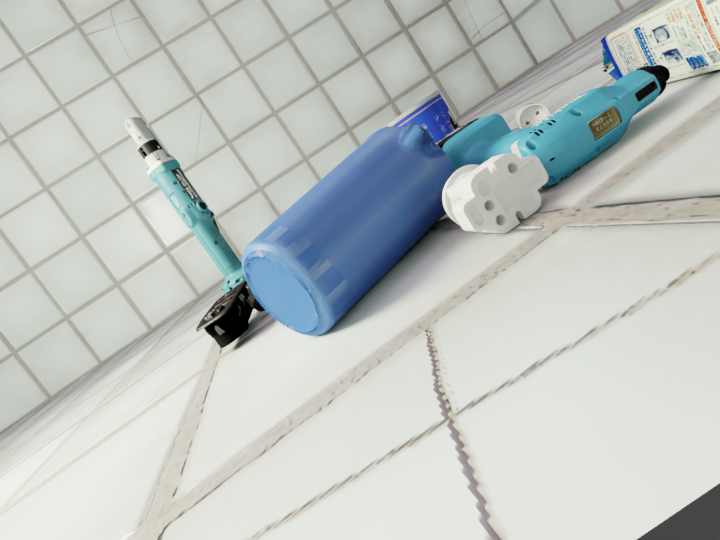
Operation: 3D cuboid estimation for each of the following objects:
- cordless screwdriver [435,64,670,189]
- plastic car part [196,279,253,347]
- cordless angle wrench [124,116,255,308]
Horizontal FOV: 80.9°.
[{"bbox_3d":[0.183,-0.149,0.475,0.158,0.073,0.255,-35,15,-6],"label":"cordless screwdriver"},{"bbox_3d":[-0.197,0.068,0.634,0.066,0.066,0.205,-27,7,-4],"label":"plastic car part"},{"bbox_3d":[-0.316,-0.111,0.809,0.076,0.418,0.097,-31,7,26],"label":"cordless angle wrench"}]
